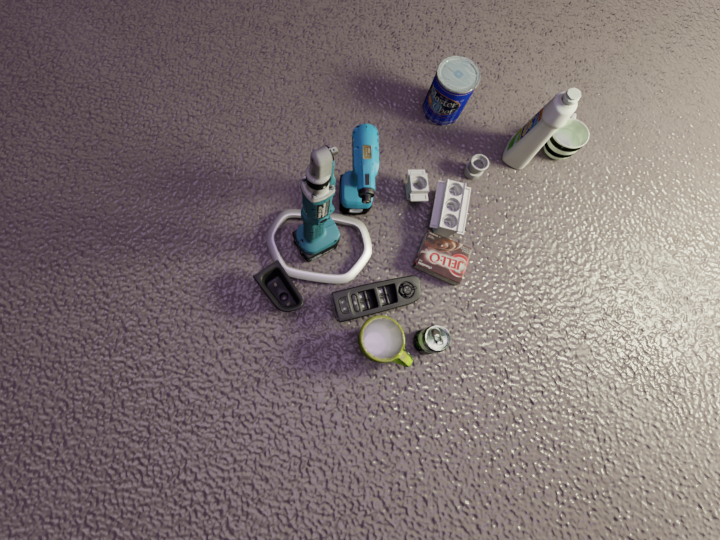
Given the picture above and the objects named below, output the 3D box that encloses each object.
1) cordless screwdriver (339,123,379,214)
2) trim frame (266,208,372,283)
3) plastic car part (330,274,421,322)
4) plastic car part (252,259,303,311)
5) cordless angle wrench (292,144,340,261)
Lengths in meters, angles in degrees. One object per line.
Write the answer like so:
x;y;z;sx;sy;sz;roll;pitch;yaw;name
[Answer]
-0.002;-0.182;0.911;0.074;0.246;0.162;1;75;-6;cordless screwdriver
-0.096;-0.063;0.986;0.249;0.027;0.187;7;73;1;trim frame
0.036;0.062;0.931;0.201;0.066;0.068;-14;76;-6;plastic car part
-0.174;0.047;0.928;0.065;0.070;0.119;-35;78;-12;plastic car part
-0.082;-0.116;0.799;0.097;0.419;0.076;-28;81;-12;cordless angle wrench
